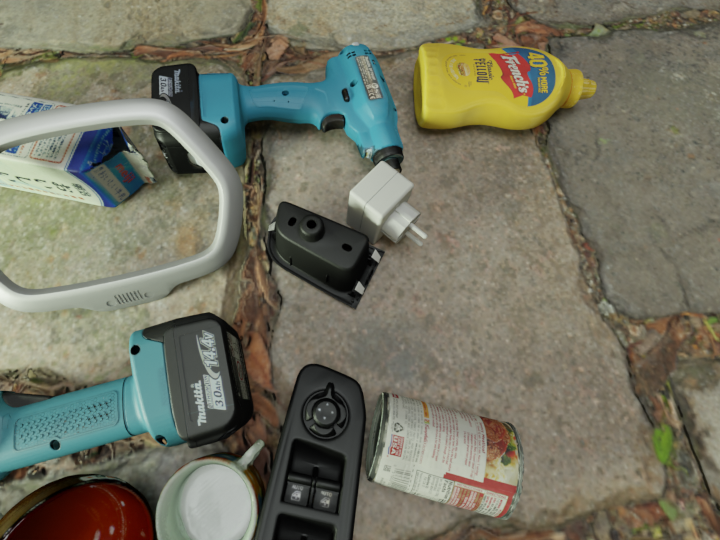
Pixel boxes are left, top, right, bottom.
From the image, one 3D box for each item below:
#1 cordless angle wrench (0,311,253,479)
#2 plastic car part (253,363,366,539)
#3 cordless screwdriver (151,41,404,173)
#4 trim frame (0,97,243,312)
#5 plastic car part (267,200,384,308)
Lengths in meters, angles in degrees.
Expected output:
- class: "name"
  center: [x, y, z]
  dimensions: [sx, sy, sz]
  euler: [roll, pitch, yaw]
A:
- class: "cordless angle wrench"
  center: [-0.302, 0.135, 0.334]
  dimensions: [0.421, 0.072, 0.101]
  euler: [-15, 71, -3]
- class: "plastic car part"
  center: [-0.036, 0.176, 0.314]
  dimensions: [0.067, 0.065, 0.206]
  euler: [6, 65, 7]
- class: "cordless screwdriver"
  center: [-0.082, -0.151, 0.443]
  dimensions: [0.246, 0.073, 0.164]
  euler: [-12, 70, -9]
- class: "trim frame"
  center: [-0.228, -0.051, 0.375]
  dimensions: [0.245, 0.028, 0.181]
  euler: [-14, 103, -10]
- class: "plastic car part"
  center: [-0.038, -0.025, 0.393]
  dimensions: [0.118, 0.070, 0.066]
  euler: [27, 70, 6]
